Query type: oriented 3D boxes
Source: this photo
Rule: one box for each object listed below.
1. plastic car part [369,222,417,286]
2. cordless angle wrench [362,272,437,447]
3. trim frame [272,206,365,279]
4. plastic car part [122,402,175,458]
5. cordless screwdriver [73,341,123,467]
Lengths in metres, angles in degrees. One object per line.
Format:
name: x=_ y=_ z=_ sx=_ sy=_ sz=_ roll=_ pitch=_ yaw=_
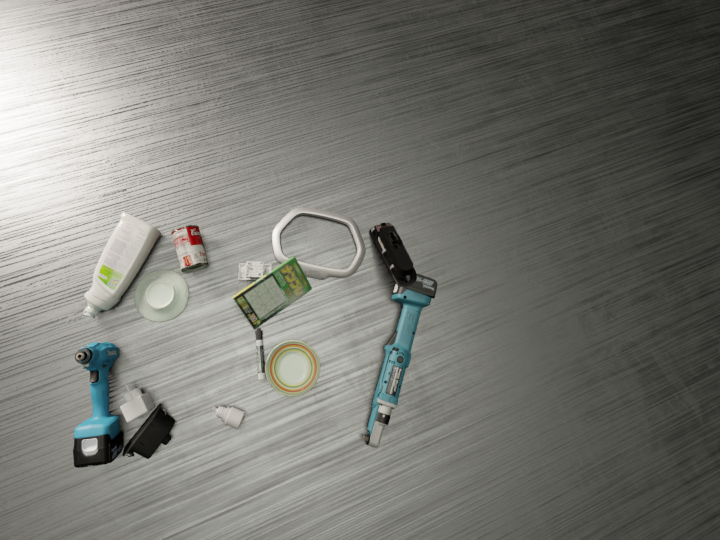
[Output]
plastic car part: x=0.088 y=-0.052 z=1.064 sx=0.065 sy=0.065 sz=0.212 roll=-9 pitch=53 yaw=-16
cordless angle wrench: x=0.089 y=0.215 z=1.038 sx=0.097 sy=0.074 sz=0.425 roll=18 pitch=77 yaw=-4
trim frame: x=-0.108 y=-0.071 z=1.106 sx=0.246 sy=0.027 sz=0.186 roll=11 pitch=74 yaw=-6
plastic car part: x=-0.462 y=0.368 z=0.943 sx=0.069 sy=0.068 sz=0.116 roll=44 pitch=71 yaw=-14
cordless screwdriver: x=-0.564 y=0.280 z=0.898 sx=0.073 sy=0.160 sz=0.252 roll=-4 pitch=80 yaw=-12
